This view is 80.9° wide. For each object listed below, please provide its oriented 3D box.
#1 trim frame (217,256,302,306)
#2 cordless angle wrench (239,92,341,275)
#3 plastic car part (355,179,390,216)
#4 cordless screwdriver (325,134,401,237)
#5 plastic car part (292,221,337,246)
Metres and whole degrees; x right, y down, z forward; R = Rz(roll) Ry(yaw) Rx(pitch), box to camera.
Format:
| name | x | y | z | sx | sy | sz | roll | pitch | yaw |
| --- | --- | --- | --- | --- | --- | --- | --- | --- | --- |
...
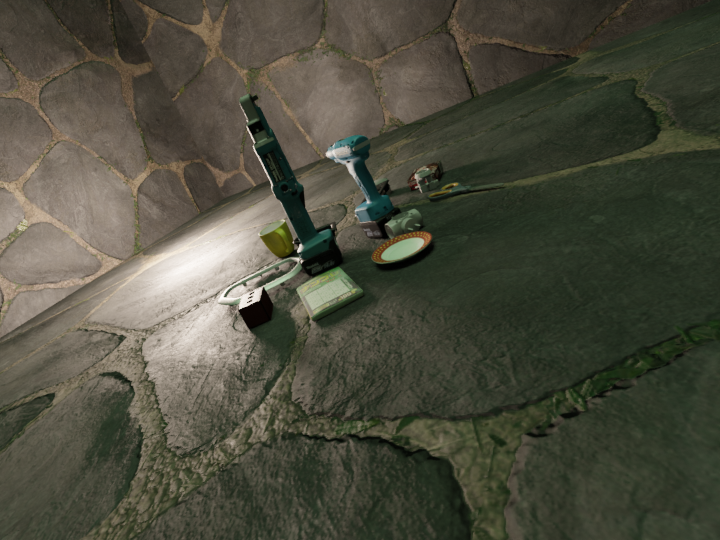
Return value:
| name | x | y | z | sx | sy | sz | roll | pitch | yaw |
| --- | --- | --- | --- | --- | --- | --- | --- | --- | --- |
| trim frame | -0.246 | 0.027 | 1.070 | 0.246 | 0.027 | 0.191 | -30 | 21 | -10 |
| cordless angle wrench | -0.167 | -0.190 | 0.954 | 0.099 | 0.412 | 0.076 | -23 | 17 | 6 |
| plastic car part | 0.038 | -0.187 | 1.199 | 0.068 | 0.065 | 0.202 | -15 | 23 | 28 |
| cordless screwdriver | 0.001 | -0.203 | 1.033 | 0.073 | 0.242 | 0.166 | -32 | 19 | -24 |
| plastic car part | -0.105 | -0.069 | 1.077 | 0.117 | 0.069 | 0.067 | -23 | 19 | 7 |
